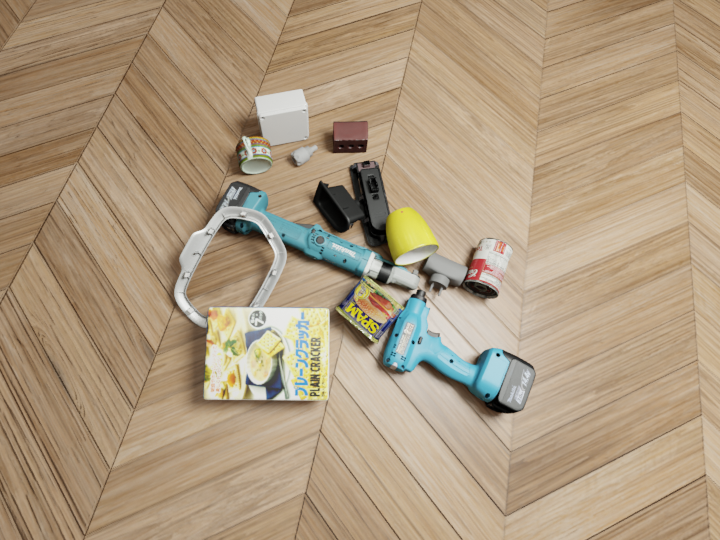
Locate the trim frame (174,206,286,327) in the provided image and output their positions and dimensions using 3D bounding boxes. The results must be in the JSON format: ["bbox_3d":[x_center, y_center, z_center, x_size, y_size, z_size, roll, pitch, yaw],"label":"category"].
[{"bbox_3d":[-0.251,-0.002,0.808,0.184,0.027,0.248,30,93,-1],"label":"trim frame"}]

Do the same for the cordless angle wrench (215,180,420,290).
[{"bbox_3d":[-0.083,-0.054,0.850,0.428,0.073,0.098,23,71,6],"label":"cordless angle wrench"}]

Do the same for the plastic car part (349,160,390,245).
[{"bbox_3d":[0.030,-0.152,0.893,0.065,0.067,0.208,-6,72,-13],"label":"plastic car part"}]

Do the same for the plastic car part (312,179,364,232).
[{"bbox_3d":[-0.037,-0.134,0.883,0.069,0.065,0.121,-26,66,-31],"label":"plastic car part"}]

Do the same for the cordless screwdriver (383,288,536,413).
[{"bbox_3d":[0.181,0.146,0.774,0.254,0.072,0.160,21,70,11],"label":"cordless screwdriver"}]
